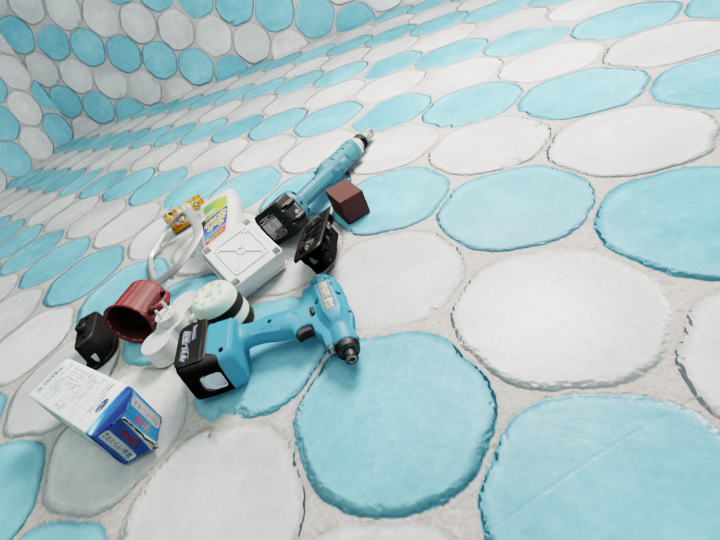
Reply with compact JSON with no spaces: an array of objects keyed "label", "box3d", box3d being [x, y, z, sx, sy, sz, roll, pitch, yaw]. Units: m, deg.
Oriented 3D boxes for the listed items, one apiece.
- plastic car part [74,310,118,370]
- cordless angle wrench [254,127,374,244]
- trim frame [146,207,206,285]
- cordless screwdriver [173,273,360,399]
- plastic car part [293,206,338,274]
[{"label":"plastic car part","box3d":[-0.492,0.119,0.777,0.066,0.068,0.122,-30,34,-6]},{"label":"cordless angle wrench","box3d":[-0.069,-0.215,0.929,0.101,0.072,0.421,-25,23,47]},{"label":"trim frame","box3d":[-0.407,-0.056,0.928,0.184,0.026,0.262,-52,36,0]},{"label":"cordless screwdriver","box3d":[-0.126,0.103,0.584,0.248,0.071,0.167,-23,36,-2]},{"label":"plastic car part","box3d":[-0.070,-0.046,0.712,0.067,0.065,0.205,-32,15,12]}]
